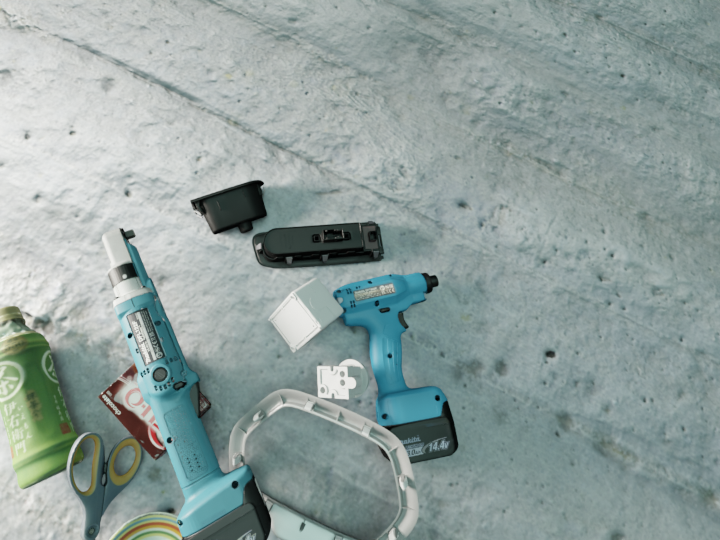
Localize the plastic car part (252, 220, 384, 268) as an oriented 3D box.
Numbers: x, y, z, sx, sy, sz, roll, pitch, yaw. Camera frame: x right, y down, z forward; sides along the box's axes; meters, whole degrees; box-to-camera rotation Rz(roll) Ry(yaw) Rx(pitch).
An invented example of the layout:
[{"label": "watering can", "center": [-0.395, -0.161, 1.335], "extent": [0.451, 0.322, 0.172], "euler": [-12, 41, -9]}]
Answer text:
[{"label": "plastic car part", "center": [-0.063, -0.041, 0.640], "extent": [0.201, 0.067, 0.067], "euler": [-6, 82, -5]}]

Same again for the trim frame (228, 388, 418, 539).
[{"label": "trim frame", "center": [-0.052, 0.254, 0.521], "extent": [0.254, 0.027, 0.183], "euler": [20, 96, 11]}]

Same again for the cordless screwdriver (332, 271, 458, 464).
[{"label": "cordless screwdriver", "center": [0.068, 0.124, 0.591], "extent": [0.157, 0.073, 0.256], "euler": [-13, 70, -10]}]

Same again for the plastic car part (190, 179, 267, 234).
[{"label": "plastic car part", "center": [-0.192, -0.090, 0.647], "extent": [0.114, 0.067, 0.071], "euler": [-19, 92, -15]}]

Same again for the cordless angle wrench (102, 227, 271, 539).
[{"label": "cordless angle wrench", "center": [-0.240, 0.131, 0.523], "extent": [0.096, 0.074, 0.433], "euler": [-24, 75, -18]}]
